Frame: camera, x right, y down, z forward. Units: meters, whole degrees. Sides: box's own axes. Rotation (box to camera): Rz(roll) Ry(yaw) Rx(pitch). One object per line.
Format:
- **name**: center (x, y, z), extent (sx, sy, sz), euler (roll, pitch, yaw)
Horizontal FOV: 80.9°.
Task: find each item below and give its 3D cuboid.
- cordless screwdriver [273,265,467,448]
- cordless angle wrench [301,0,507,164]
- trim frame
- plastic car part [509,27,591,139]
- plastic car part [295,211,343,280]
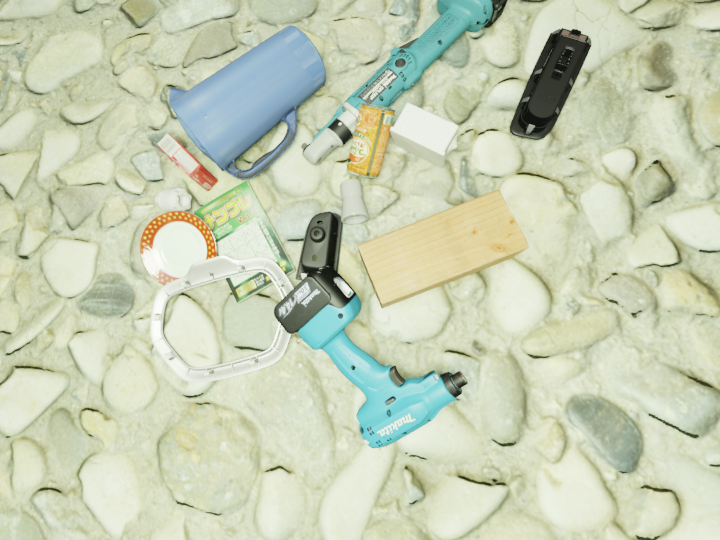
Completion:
- **cordless screwdriver**: center (0.010, 0.102, 0.570), extent (0.161, 0.073, 0.251), euler (-39, 85, 18)
- **cordless angle wrench**: center (0.065, -0.327, 0.695), extent (0.423, 0.072, 0.101), euler (-45, 77, -1)
- **trim frame**: center (-0.217, 0.072, 0.656), extent (0.252, 0.027, 0.187), euler (-15, 79, 10)
- **plastic car part**: center (0.302, -0.296, 0.657), extent (0.067, 0.066, 0.203), euler (27, 85, 3)
- **plastic car part**: center (-0.063, -0.041, 0.647), extent (0.067, 0.069, 0.117), euler (8, 82, 6)
